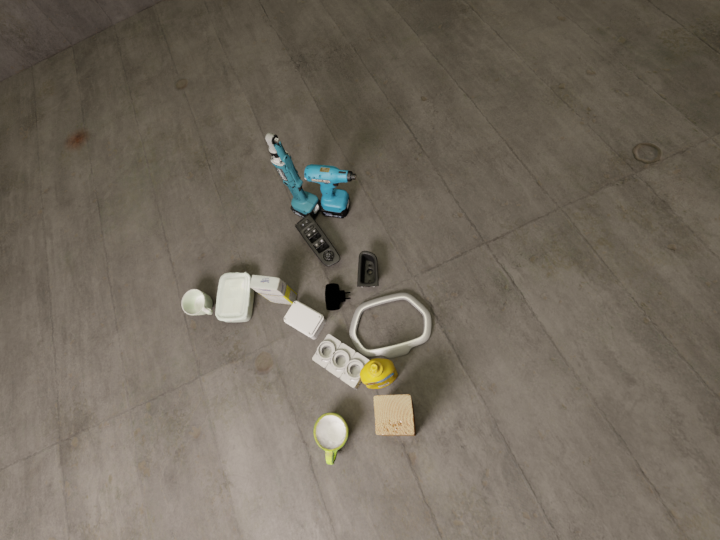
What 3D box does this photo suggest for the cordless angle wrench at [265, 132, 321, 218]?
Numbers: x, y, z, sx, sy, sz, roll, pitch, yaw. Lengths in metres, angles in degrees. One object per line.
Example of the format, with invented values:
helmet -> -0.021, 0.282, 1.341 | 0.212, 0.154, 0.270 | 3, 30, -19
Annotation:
cordless angle wrench -> -0.218, -0.293, 1.332 | 0.102, 0.407, 0.074 | 27, 75, 18

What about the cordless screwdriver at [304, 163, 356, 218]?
cordless screwdriver -> -0.077, -0.257, 1.375 | 0.164, 0.239, 0.075 | 9, 70, 14

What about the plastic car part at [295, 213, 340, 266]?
plastic car part -> -0.138, -0.090, 1.414 | 0.066, 0.064, 0.212 | -35, 64, -5

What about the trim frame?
trim frame -> 0.087, 0.166, 1.267 | 0.250, 0.026, 0.190 | -17, 64, 6

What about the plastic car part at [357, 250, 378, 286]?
plastic car part -> 0.027, 0.003, 1.330 | 0.067, 0.068, 0.119 | -3, 67, 10
